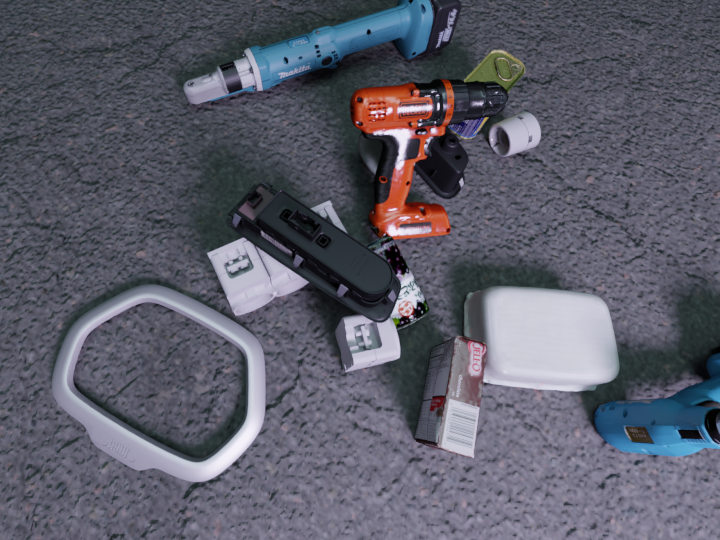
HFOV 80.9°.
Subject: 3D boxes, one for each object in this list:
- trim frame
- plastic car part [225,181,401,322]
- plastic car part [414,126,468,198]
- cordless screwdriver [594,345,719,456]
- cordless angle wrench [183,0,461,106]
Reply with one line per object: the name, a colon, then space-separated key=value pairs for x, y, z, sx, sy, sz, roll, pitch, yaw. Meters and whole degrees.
trim frame: x=-0.223 y=0.121 z=0.477 sx=0.251 sy=0.027 sz=0.185 roll=26 pitch=68 yaw=4
plastic car part: x=-0.042 y=-0.028 z=0.434 sx=0.206 sy=0.066 sz=0.066 roll=36 pitch=63 yaw=7
plastic car part: x=0.111 y=-0.166 z=0.588 sx=0.065 sy=0.069 sz=0.120 roll=-31 pitch=72 yaw=-15
cordless screwdriver: x=0.400 y=0.130 z=0.444 sx=0.245 sy=0.157 sz=0.076 roll=-16 pitch=74 yaw=-13
cordless angle wrench: x=-0.059 y=-0.331 z=0.634 sx=0.419 sy=0.096 sz=0.077 roll=-22 pitch=71 yaw=-8
